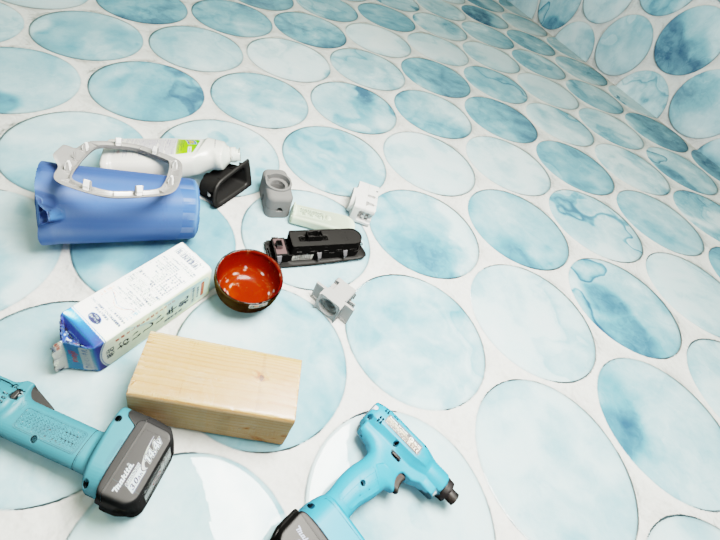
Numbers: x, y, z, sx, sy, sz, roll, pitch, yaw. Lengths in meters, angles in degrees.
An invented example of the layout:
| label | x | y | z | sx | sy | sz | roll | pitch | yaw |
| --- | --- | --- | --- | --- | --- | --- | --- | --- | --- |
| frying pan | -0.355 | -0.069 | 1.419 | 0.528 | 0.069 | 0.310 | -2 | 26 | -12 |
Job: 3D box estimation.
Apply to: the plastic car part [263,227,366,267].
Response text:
| label | x | y | z | sx | sy | sz | roll | pitch | yaw |
| --- | --- | --- | --- | --- | --- | --- | --- | --- | --- |
| plastic car part | -0.080 | -0.053 | 0.821 | 0.196 | 0.066 | 0.069 | -2 | 45 | -25 |

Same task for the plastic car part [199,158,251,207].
| label | x | y | z | sx | sy | sz | roll | pitch | yaw |
| --- | --- | --- | --- | --- | --- | --- | --- | --- | --- |
| plastic car part | -0.287 | -0.185 | 0.870 | 0.074 | 0.064 | 0.115 | 25 | 48 | 21 |

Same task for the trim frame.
| label | x | y | z | sx | sy | sz | roll | pitch | yaw |
| --- | --- | --- | --- | --- | --- | --- | --- | --- | --- |
| trim frame | -0.384 | -0.170 | 0.682 | 0.179 | 0.027 | 0.260 | 5 | 31 | -19 |

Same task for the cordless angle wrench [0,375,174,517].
| label | x | y | z | sx | sy | sz | roll | pitch | yaw |
| --- | --- | --- | --- | --- | --- | --- | --- | --- | --- |
| cordless angle wrench | -0.433 | 0.160 | 0.505 | 0.426 | 0.073 | 0.099 | 22 | 46 | 3 |

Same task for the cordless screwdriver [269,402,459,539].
| label | x | y | z | sx | sy | sz | roll | pitch | yaw |
| --- | --- | --- | --- | --- | --- | --- | --- | --- | --- |
| cordless screwdriver | 0.013 | 0.302 | 0.532 | 0.164 | 0.074 | 0.243 | 40 | 45 | 15 |
